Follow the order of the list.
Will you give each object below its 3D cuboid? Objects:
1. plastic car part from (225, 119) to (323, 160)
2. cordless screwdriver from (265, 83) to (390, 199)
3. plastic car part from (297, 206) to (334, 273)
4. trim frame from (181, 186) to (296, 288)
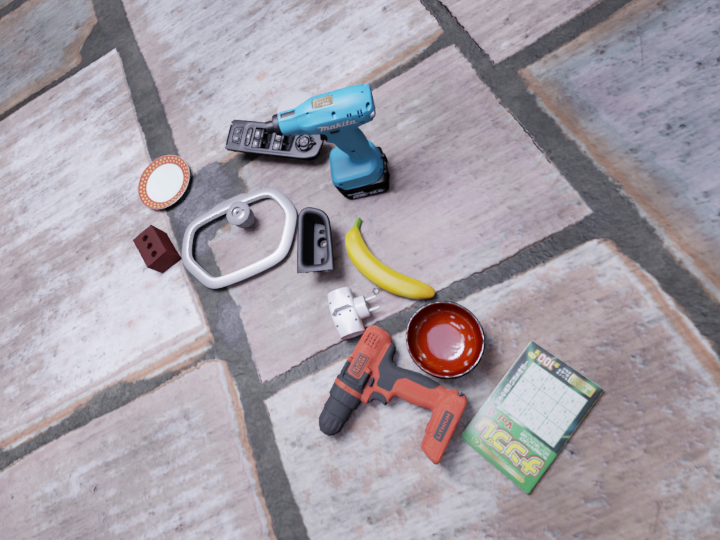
[{"bbox_3d":[-0.165,-0.250,0.842,0.210,0.064,0.067,10,77,19],"label":"plastic car part"},{"bbox_3d":[-0.040,-0.197,0.692,0.162,0.239,0.076,-9,73,11],"label":"cordless screwdriver"},{"bbox_3d":[-0.073,-0.048,0.747,0.067,0.068,0.119,-7,72,13],"label":"plastic car part"},{"bbox_3d":[-0.239,-0.068,0.826,0.251,0.026,0.190,-24,68,8],"label":"trim frame"}]
